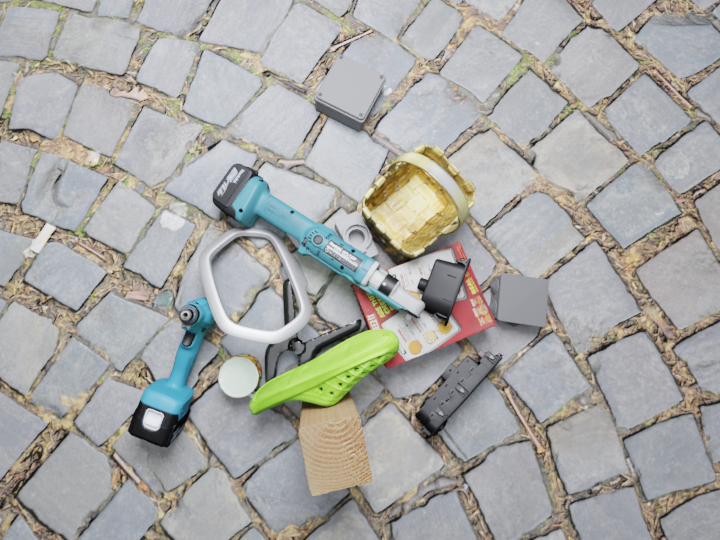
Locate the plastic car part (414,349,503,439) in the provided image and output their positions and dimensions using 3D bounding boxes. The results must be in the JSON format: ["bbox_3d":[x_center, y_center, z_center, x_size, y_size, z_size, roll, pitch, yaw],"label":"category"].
[{"bbox_3d":[0.170,0.216,0.764,0.069,0.065,0.202,38,83,11],"label":"plastic car part"}]

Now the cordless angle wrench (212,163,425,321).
[{"bbox_3d":[-0.074,-0.048,0.753,0.435,0.072,0.098,33,85,14],"label":"cordless angle wrench"}]

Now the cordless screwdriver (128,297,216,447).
[{"bbox_3d":[-0.310,0.165,0.716,0.074,0.159,0.249,20,84,-3],"label":"cordless screwdriver"}]

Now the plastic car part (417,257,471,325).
[{"bbox_3d":[0.136,0.027,0.725,0.073,0.063,0.116,23,84,17],"label":"plastic car part"}]

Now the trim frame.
[{"bbox_3d":[-0.186,0.019,0.757,0.179,0.027,0.260,-16,58,-23],"label":"trim frame"}]
